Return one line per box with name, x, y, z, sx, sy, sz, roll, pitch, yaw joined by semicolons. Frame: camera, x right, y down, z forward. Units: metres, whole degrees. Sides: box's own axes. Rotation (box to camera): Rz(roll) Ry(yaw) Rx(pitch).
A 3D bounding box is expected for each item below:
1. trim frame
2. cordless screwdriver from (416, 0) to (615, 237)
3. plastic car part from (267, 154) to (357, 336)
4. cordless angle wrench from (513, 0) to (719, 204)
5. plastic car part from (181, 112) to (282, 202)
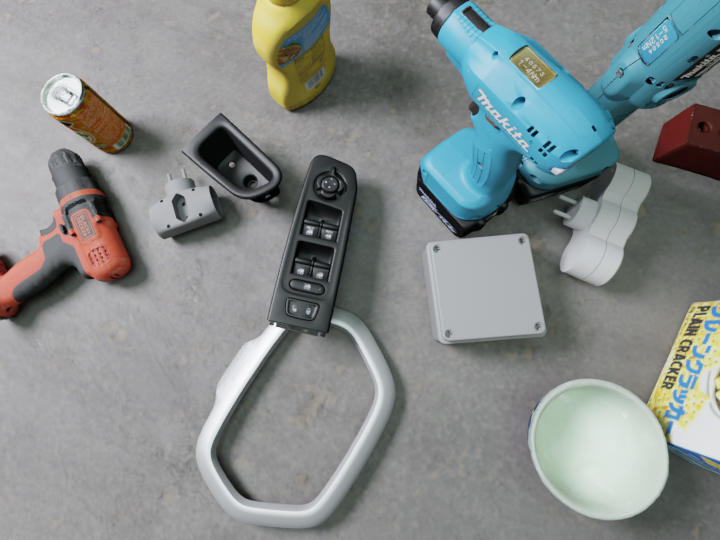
trim frame;-0.072;0.155;0.467;0.188;0.027;0.248;31;83;10
cordless screwdriver;0.104;-0.126;0.399;0.074;0.245;0.162;-36;82;-5
plastic car part;-0.047;-0.031;0.483;0.067;0.066;0.204;11;80;4
cordless angle wrench;0.217;-0.150;0.307;0.098;0.417;0.075;-17;82;-3
plastic car part;-0.142;-0.119;0.507;0.119;0.070;0.066;42;84;10
